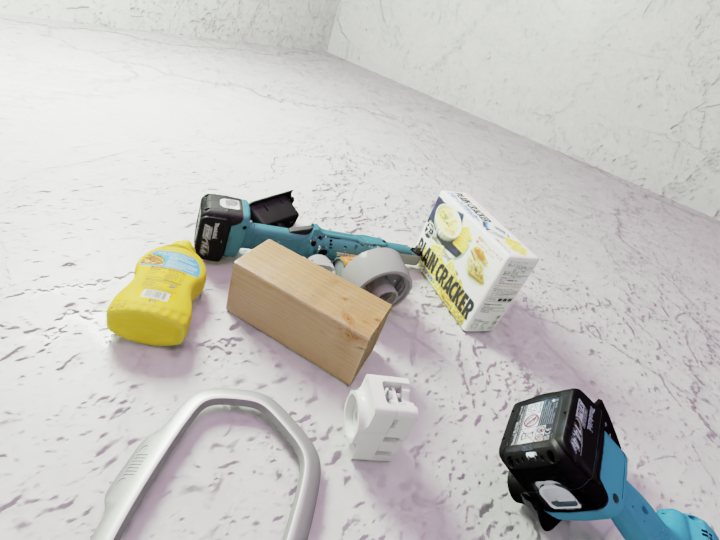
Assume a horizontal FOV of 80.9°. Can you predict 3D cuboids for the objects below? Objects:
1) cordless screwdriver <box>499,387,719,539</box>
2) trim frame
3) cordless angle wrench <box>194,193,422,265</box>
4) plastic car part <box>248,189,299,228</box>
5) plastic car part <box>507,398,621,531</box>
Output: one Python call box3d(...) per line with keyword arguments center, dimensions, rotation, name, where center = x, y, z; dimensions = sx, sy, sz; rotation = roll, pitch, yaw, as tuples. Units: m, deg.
box3d(center=(0.245, 0.247, 0.398), dimensions=(0.248, 0.075, 0.158), rotation=(44, 46, -2), name="cordless screwdriver")
box3d(center=(-0.135, 0.211, 0.389), dimensions=(0.185, 0.027, 0.251), rotation=(18, 35, 1), name="trim frame")
box3d(center=(-0.074, -0.048, 0.753), dimensions=(0.408, 0.097, 0.078), rotation=(8, 34, -22), name="cordless angle wrench")
box3d(center=(-0.166, -0.101, 0.815), dimensions=(0.073, 0.066, 0.113), rotation=(46, 43, 15), name="plastic car part")
box3d(center=(0.236, 0.220, 0.500), dimensions=(0.195, 0.066, 0.070), rotation=(-17, 3, -43), name="plastic car part")
